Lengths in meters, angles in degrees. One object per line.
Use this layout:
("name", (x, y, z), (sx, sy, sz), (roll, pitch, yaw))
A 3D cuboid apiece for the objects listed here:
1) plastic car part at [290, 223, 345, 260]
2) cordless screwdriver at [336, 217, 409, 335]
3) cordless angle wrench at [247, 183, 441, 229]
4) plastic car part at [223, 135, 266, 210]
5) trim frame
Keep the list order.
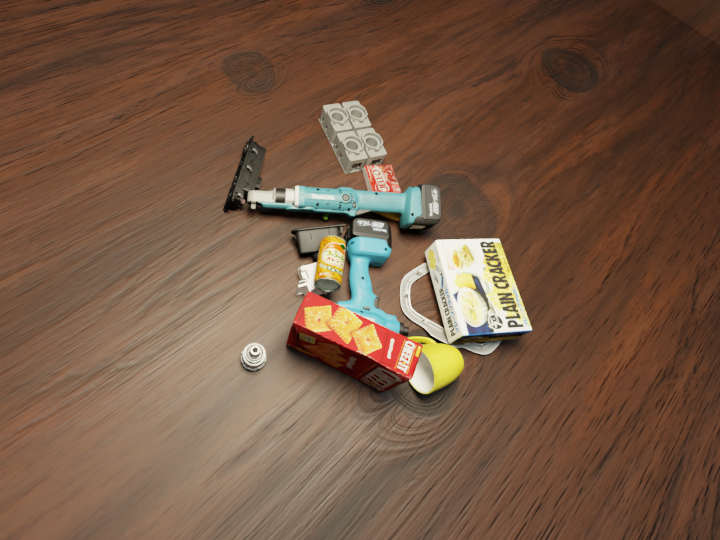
("plastic car part", (-0.090, -0.059, 0.919), (0.114, 0.066, 0.072), (-10, 80, -15))
("cordless screwdriver", (0.029, 0.018, 0.892), (0.157, 0.074, 0.253), (10, 64, -8))
("cordless angle wrench", (-0.036, -0.152, 0.937), (0.417, 0.074, 0.099), (2, 80, -8))
("plastic car part", (-0.257, -0.225, 0.968), (0.065, 0.067, 0.208), (14, 59, -19))
("trim frame", (0.203, 0.078, 0.921), (0.249, 0.027, 0.185), (27, 61, 1))
